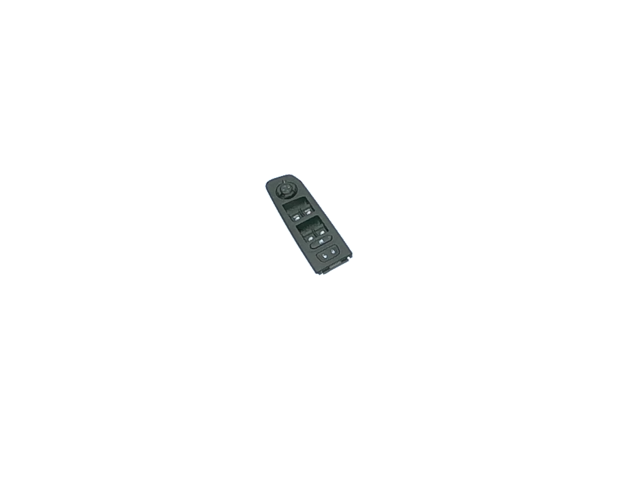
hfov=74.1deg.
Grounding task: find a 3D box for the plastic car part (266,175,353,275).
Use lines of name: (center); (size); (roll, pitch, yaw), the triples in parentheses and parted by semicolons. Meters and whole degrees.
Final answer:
plastic car part: (-0.022, -0.027, 0.707); (0.066, 0.203, 0.067); (-31, -24, -4)
